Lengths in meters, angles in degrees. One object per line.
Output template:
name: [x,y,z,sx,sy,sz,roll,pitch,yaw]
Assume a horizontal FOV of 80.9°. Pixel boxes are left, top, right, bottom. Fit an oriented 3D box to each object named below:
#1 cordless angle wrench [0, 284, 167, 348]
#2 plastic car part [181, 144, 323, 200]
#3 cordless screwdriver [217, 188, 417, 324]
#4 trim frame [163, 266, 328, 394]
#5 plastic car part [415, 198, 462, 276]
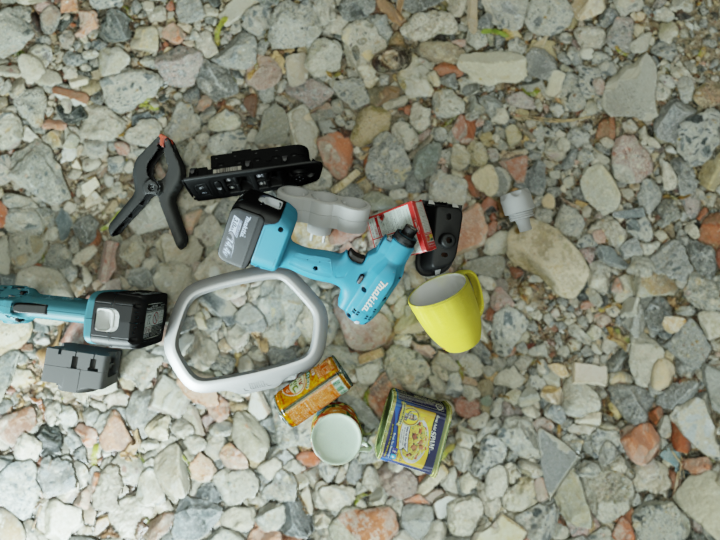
cordless angle wrench: [-0.500,0.049,0.613,0.427,0.097,0.074,5,88,5]
plastic car part: [-0.158,-0.150,0.636,0.203,0.064,0.069,-4,62,1]
cordless screwdriver: [-0.057,-0.037,0.578,0.245,0.076,0.159,26,114,-9]
trim frame: [-0.171,0.091,0.632,0.248,0.027,0.185,-13,85,-2]
plastic car part: [0.119,-0.049,0.617,0.066,0.071,0.117,7,84,-2]
